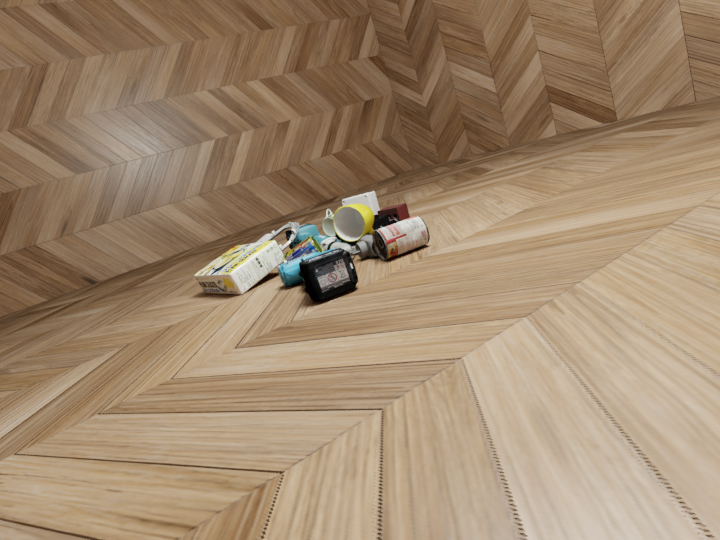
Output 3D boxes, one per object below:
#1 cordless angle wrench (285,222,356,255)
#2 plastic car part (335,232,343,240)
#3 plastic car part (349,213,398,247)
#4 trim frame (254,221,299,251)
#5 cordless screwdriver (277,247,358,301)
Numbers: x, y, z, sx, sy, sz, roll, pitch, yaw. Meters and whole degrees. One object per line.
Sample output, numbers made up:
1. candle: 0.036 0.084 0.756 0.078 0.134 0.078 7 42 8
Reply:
1. cordless angle wrench: -0.116 -0.076 1.187 0.096 0.073 0.439 -22 17 -18
2. plastic car part: -0.026 -0.107 1.202 0.072 0.065 0.115 4 11 10
3. plastic car part: 0.036 -0.114 1.162 0.069 0.065 0.198 0 24 36
4. trim frame: -0.284 -0.066 1.278 0.248 0.026 0.192 -42 27 -3
5. cordless screwdriver: -0.071 -0.008 0.860 0.156 0.073 0.256 -22 10 -17
